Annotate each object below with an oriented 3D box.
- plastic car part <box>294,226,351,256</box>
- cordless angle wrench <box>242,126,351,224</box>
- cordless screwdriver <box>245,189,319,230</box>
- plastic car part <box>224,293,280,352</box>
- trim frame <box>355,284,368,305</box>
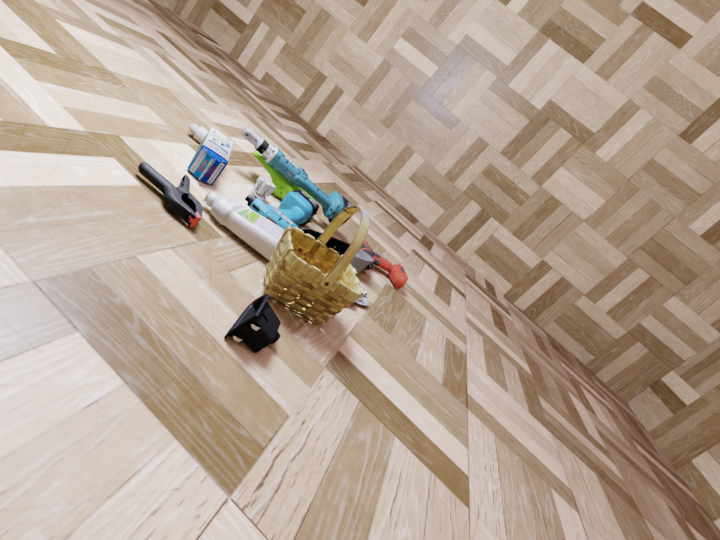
[{"bbox_3d":[-0.106,-0.069,1.082,0.192,0.066,0.071,17,20,-51],"label":"plastic car part"},{"bbox_3d":[-0.191,-0.288,1.292,0.403,0.075,0.101,38,25,-28],"label":"cordless angle wrench"},{"bbox_3d":[-0.213,-0.171,1.168,0.159,0.075,0.248,39,22,-3],"label":"cordless screwdriver"},{"bbox_3d":[-0.160,0.090,0.686,0.070,0.067,0.117,54,13,-9],"label":"plastic car part"},{"bbox_3d":[-0.069,0.016,1.084,0.235,0.028,0.194,26,23,-41],"label":"trim frame"}]
